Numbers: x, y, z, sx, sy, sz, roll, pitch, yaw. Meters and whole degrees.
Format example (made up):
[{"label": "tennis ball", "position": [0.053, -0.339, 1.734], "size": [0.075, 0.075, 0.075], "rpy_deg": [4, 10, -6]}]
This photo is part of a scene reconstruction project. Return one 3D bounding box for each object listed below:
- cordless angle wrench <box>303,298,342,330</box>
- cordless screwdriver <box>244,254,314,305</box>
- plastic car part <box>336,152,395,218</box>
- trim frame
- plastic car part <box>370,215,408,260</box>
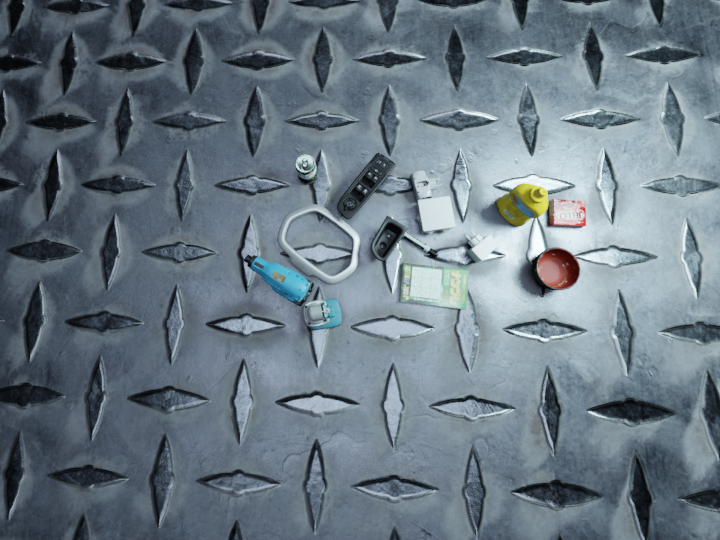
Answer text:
[{"label": "cordless angle wrench", "position": [-0.091, 0.098, 0.947], "size": [0.098, 0.419, 0.075], "rpy_deg": [-10, 84, -4]}, {"label": "cordless screwdriver", "position": [-0.197, 0.022, 1.053], "size": [0.161, 0.246, 0.074], "rpy_deg": [30, 83, 3]}, {"label": "plastic car part", "position": [0.009, -0.229, 1.177], "size": [0.067, 0.066, 0.202], "rpy_deg": [39, 84, 5]}, {"label": "trim frame", "position": [-0.115, -0.075, 1.176], "size": [0.252, 0.027, 0.184], "rpy_deg": [37, 84, 8]}, {"label": "plastic car part", "position": [0.067, -0.078, 1.147], "size": [0.067, 0.070, 0.116], "rpy_deg": [32, 83, 4]}]
